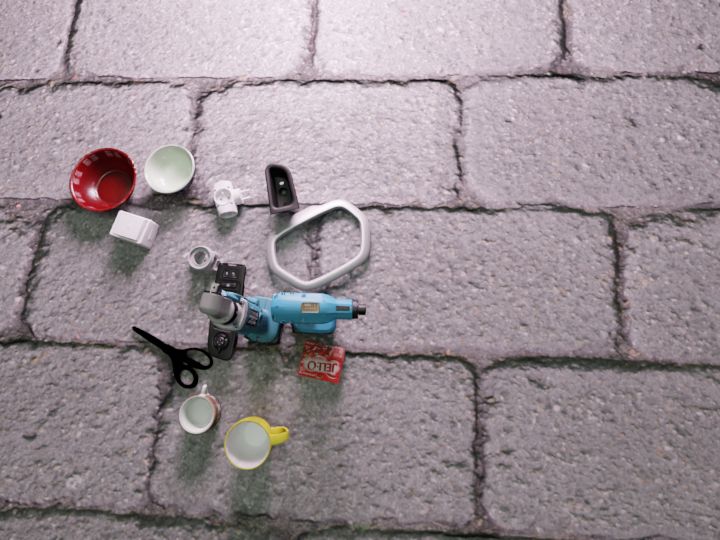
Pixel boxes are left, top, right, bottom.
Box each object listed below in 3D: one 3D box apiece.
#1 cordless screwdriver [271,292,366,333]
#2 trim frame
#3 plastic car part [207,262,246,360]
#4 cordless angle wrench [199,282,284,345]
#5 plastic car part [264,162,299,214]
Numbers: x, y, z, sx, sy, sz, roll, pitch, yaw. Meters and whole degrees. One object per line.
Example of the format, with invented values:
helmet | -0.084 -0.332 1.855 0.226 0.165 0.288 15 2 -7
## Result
cordless screwdriver | -0.073 0.082 0.811 0.160 0.245 0.075 1 80 0
trim frame | -0.094 -0.061 0.958 0.248 0.027 0.188 -29 77 -4
plastic car part | -0.286 0.089 0.914 0.067 0.066 0.205 5 77 2
cordless angle wrench | -0.198 0.079 0.732 0.075 0.417 0.099 11 80 0
plastic car part | -0.179 -0.181 0.970 0.066 0.070 0.119 -12 77 -2
